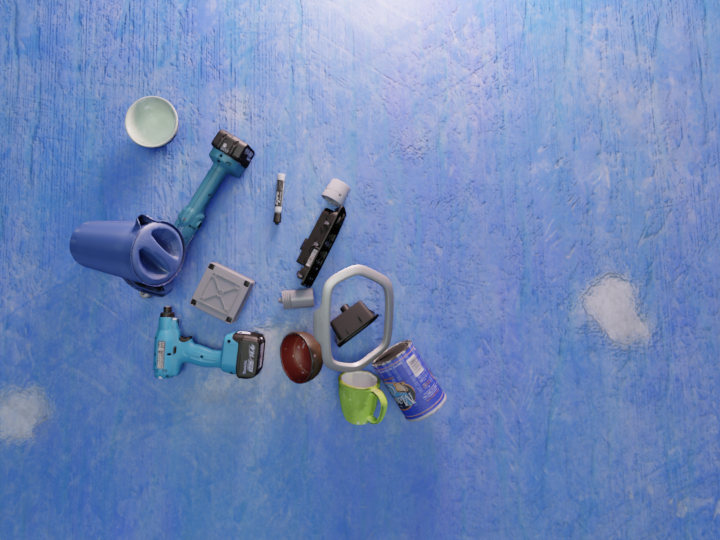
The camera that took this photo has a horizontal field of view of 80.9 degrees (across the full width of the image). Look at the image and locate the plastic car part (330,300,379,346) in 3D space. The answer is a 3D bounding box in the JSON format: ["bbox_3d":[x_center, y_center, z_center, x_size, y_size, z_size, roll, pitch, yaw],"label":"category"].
[{"bbox_3d":[-0.024,0.114,0.966,0.116,0.064,0.073,-39,75,-7],"label":"plastic car part"}]

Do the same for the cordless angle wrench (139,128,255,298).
[{"bbox_3d":[-0.388,-0.118,0.969,0.075,0.097,0.423,32,90,2],"label":"cordless angle wrench"}]

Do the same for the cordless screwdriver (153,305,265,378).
[{"bbox_3d":[-0.343,0.163,0.955,0.250,0.073,0.160,1,86,4],"label":"cordless screwdriver"}]

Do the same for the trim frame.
[{"bbox_3d":[-0.012,0.106,0.905,0.179,0.029,0.244,-6,109,-21],"label":"trim frame"}]

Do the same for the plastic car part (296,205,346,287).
[{"bbox_3d":[-0.096,-0.063,0.979,0.070,0.063,0.203,30,88,25],"label":"plastic car part"}]
